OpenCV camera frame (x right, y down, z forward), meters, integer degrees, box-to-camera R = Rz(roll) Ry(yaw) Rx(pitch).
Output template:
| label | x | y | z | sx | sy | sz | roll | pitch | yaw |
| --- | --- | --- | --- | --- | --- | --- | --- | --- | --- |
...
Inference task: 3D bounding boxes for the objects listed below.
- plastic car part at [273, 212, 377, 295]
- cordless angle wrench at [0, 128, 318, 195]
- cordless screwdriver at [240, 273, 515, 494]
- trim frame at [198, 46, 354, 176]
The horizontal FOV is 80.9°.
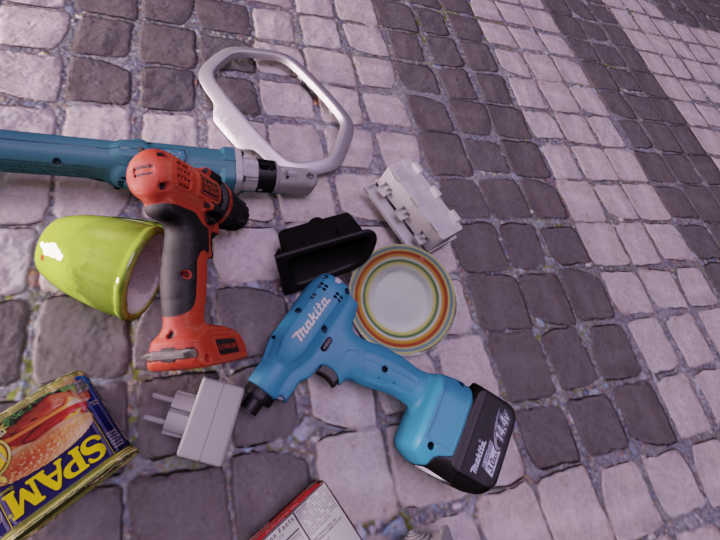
| label | x | y | z | sx | sy | sz | roll | pitch | yaw |
| --- | --- | --- | --- | --- | --- | --- | --- | --- | --- |
| plastic car part | -0.048 | -0.031 | 0.491 | 0.115 | 0.063 | 0.075 | -21 | 50 | -13 |
| cordless angle wrench | -0.244 | -0.113 | 0.459 | 0.408 | 0.099 | 0.076 | 0 | 69 | -23 |
| cordless screwdriver | 0.014 | 0.132 | 0.427 | 0.251 | 0.074 | 0.159 | 34 | 66 | 5 |
| trim frame | -0.117 | -0.232 | 0.602 | 0.181 | 0.027 | 0.252 | -37 | 81 | -32 |
